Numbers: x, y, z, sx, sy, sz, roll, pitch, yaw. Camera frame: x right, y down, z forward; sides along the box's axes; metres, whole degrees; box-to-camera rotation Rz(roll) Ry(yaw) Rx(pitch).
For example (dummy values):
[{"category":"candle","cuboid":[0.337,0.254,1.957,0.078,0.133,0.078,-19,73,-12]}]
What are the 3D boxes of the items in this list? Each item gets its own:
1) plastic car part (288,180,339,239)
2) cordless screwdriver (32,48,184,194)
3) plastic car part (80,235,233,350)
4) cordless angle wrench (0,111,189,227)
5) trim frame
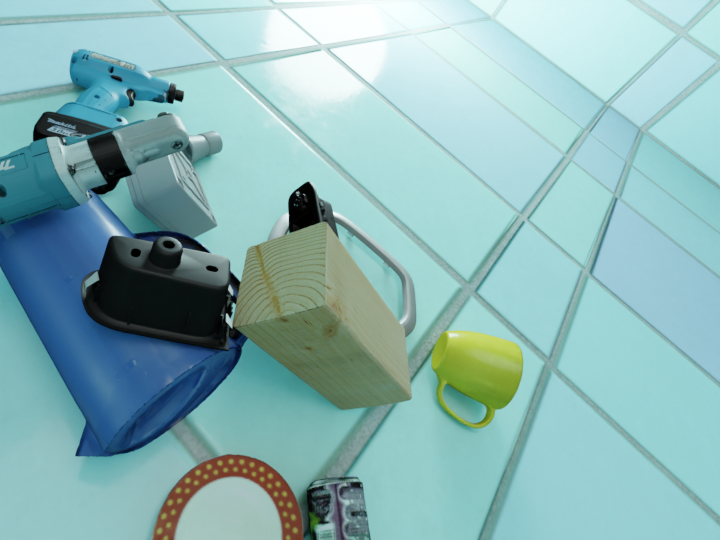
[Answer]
[{"category":"plastic car part","cuboid":[-0.055,-0.036,0.562,0.064,0.067,0.211,11,48,-36]},{"category":"cordless screwdriver","cuboid":[-0.336,-0.213,0.584,0.153,0.074,0.259,9,46,-23]},{"category":"plastic car part","cuboid":[-0.146,0.008,0.322,0.112,0.071,0.069,17,34,-25]},{"category":"cordless angle wrench","cuboid":[-0.340,-0.043,0.330,0.416,0.073,0.102,-25,67,-17]},{"category":"trim frame","cuboid":[-0.022,0.002,0.605,0.251,0.027,0.181,41,44,5]}]
